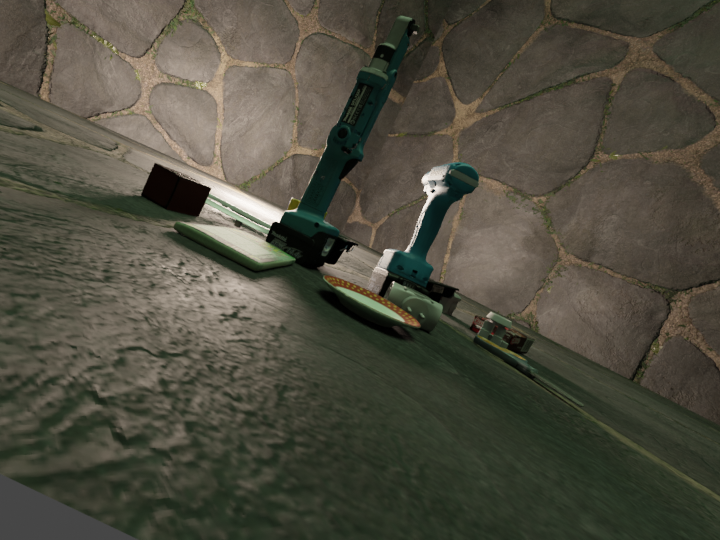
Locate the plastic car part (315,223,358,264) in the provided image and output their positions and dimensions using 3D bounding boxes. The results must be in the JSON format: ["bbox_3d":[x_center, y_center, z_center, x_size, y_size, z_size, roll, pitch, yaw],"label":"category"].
[{"bbox_3d":[-0.075,-0.049,0.768,0.121,0.071,0.063,27,5,21],"label":"plastic car part"}]

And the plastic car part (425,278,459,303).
[{"bbox_3d":[0.112,0.035,0.843,0.192,0.067,0.070,21,7,-45],"label":"plastic car part"}]

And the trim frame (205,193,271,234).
[{"bbox_3d":[-0.237,-0.105,0.797,0.251,0.027,0.183,26,5,3],"label":"trim frame"}]

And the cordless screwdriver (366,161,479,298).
[{"bbox_3d":[0.095,-0.061,0.704,0.073,0.248,0.163,25,4,-13],"label":"cordless screwdriver"}]

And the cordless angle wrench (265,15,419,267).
[{"bbox_3d":[-0.020,-0.210,0.683,0.102,0.422,0.072,27,4,19],"label":"cordless angle wrench"}]
